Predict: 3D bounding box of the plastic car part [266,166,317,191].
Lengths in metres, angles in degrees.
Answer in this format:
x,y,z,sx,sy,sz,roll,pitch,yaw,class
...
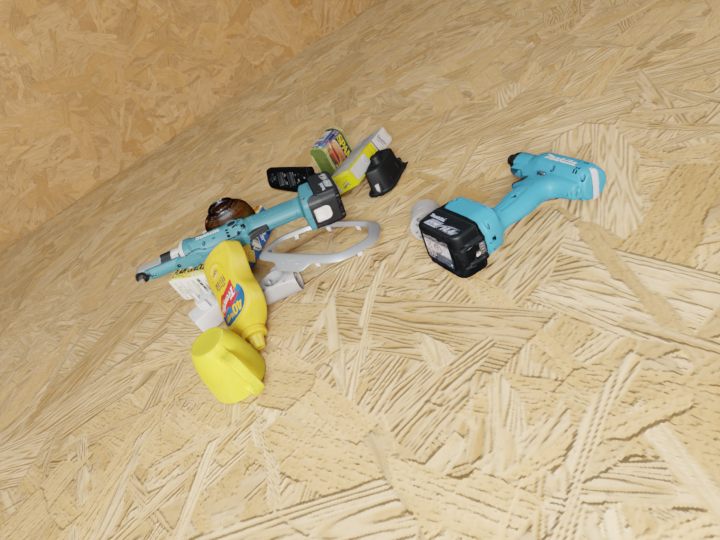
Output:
x,y,z,sx,sy,sz,roll,pitch,yaw,class
-0.174,-0.244,1.092,0.214,0.064,0.066,11,42,44,plastic car part

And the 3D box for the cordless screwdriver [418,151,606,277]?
x,y,z,sx,sy,sz,roll,pitch,yaw,class
0.202,-0.101,0.630,0.247,0.071,0.167,-31,34,-7,cordless screwdriver

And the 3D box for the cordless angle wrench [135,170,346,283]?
x,y,z,sx,sy,sz,roll,pitch,yaw,class
-0.240,-0.071,0.825,0.423,0.071,0.102,-22,39,0,cordless angle wrench

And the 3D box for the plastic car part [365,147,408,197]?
x,y,z,sx,sy,sz,roll,pitch,yaw,class
0.045,-0.215,0.886,0.069,0.068,0.117,-6,38,34,plastic car part

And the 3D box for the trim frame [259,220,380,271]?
x,y,z,sx,sy,sz,roll,pitch,yaw,class
-0.076,-0.050,0.774,0.261,0.027,0.181,4,31,37,trim frame
